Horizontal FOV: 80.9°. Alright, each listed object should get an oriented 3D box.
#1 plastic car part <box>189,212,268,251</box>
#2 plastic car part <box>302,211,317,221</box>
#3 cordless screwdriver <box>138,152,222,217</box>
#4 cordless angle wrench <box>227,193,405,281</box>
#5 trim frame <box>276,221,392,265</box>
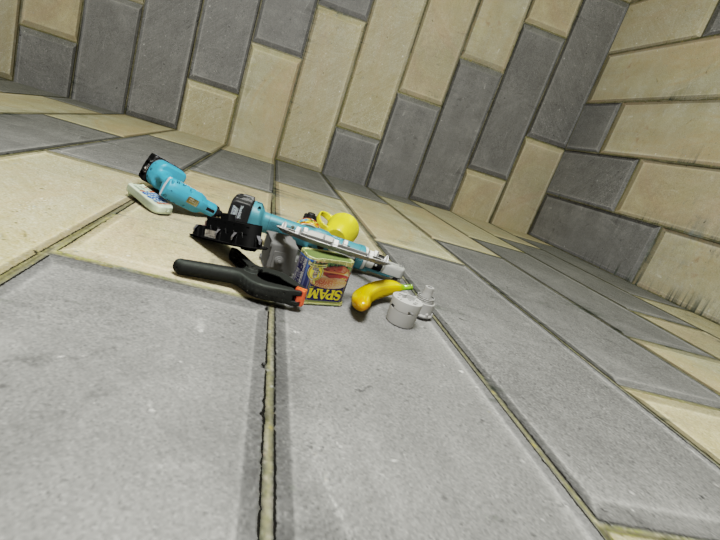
[{"bbox_3d":[-0.248,-0.075,0.816,0.215,0.067,0.063,19,3,41],"label":"plastic car part"},{"bbox_3d":[-0.139,-0.122,1.135,0.065,0.070,0.118,15,13,-6],"label":"plastic car part"},{"bbox_3d":[-0.458,-0.209,1.074,0.150,0.074,0.263,29,4,-47],"label":"cordless screwdriver"},{"bbox_3d":[-0.093,-0.061,0.955,0.416,0.097,0.076,19,18,-9],"label":"cordless angle wrench"},{"bbox_3d":[-0.047,-0.053,0.830,0.239,0.027,0.192,14,5,-23],"label":"trim frame"}]
